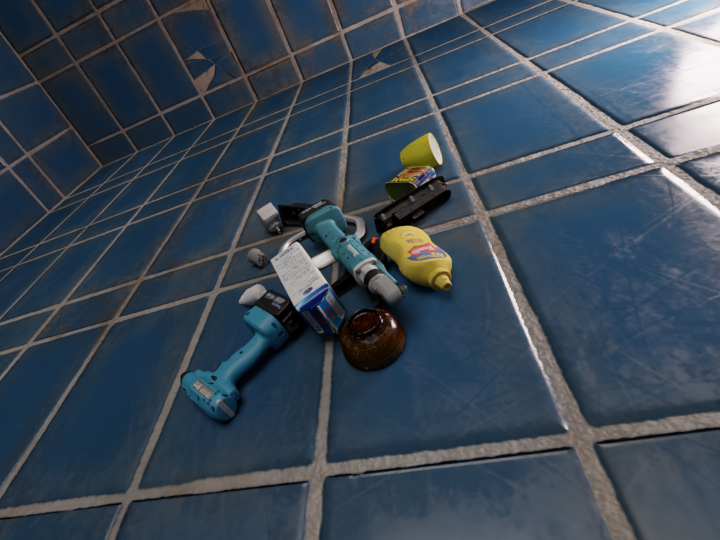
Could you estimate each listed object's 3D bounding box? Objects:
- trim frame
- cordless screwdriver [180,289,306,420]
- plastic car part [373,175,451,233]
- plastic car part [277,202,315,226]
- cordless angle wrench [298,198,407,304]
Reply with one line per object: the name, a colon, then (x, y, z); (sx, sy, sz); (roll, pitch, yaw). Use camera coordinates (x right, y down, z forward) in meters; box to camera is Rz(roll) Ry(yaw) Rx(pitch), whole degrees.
trim frame: (-0.102, -0.067, 1.043); (0.247, 0.026, 0.193); (-28, 34, -4)
cordless screwdriver: (-0.230, 0.150, 0.811); (0.168, 0.071, 0.247); (12, 54, 43)
plastic car part: (0.128, -0.148, 0.967); (0.201, 0.063, 0.071); (-36, 45, -13)
plastic car part: (-0.165, -0.164, 1.188); (0.122, 0.064, 0.070); (5, 30, 33)
cordless angle wrench: (-0.026, -0.043, 0.867); (0.097, 0.071, 0.444); (-31, 32, -7)
